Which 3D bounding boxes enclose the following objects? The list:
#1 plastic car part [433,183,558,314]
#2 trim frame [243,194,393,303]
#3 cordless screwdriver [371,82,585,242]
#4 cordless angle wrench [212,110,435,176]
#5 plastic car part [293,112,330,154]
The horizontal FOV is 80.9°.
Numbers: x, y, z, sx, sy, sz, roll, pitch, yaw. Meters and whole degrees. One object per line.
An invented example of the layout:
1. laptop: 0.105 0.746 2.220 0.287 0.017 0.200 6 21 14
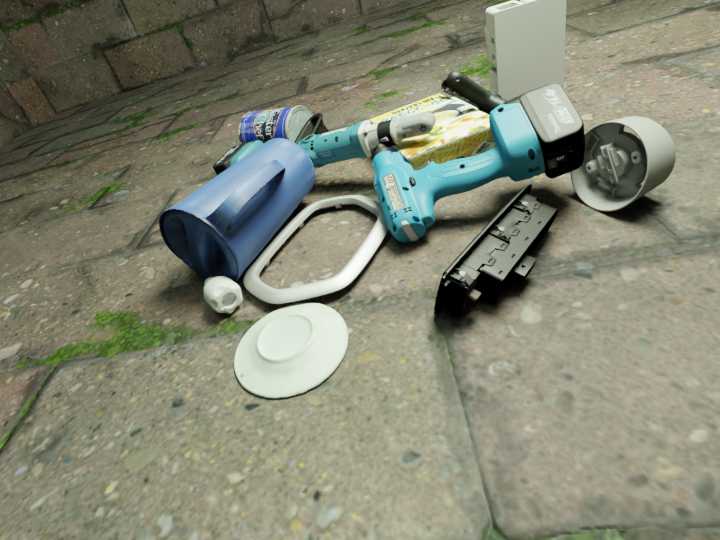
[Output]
1. plastic car part: 0.156 -0.026 0.455 0.070 0.064 0.201 22 52 30
2. trim frame: -0.059 -0.038 0.598 0.193 0.026 0.248 6 45 29
3. cordless screwdriver: 0.134 -0.151 0.548 0.253 0.070 0.165 -24 57 18
4. cordless angle wrench: -0.079 -0.207 0.733 0.442 0.071 0.098 -2 42 34
5. plastic car part: -0.089 -0.258 0.854 0.068 0.068 0.117 -14 41 42
